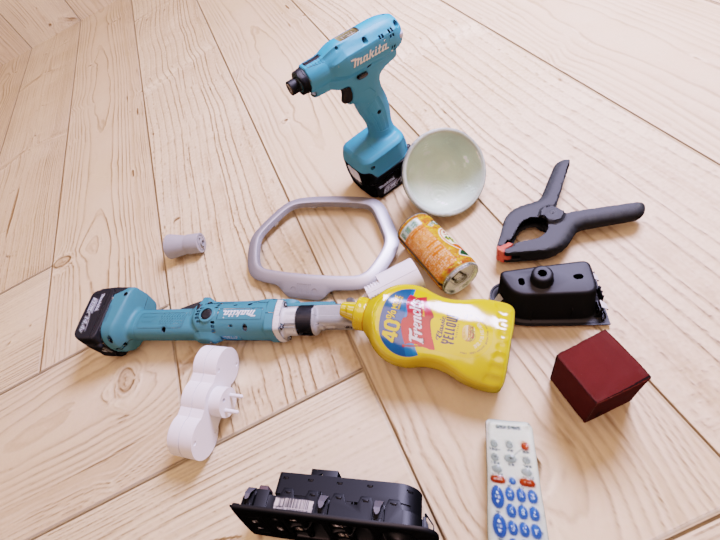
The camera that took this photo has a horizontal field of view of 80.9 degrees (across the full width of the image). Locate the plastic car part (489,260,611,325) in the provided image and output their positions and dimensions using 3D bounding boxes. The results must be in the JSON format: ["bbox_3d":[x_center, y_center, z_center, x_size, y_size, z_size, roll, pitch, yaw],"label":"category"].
[{"bbox_3d":[0.208,0.020,0.469,0.119,0.067,0.067,-4,55,15],"label":"plastic car part"}]

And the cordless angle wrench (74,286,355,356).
[{"bbox_3d":[-0.208,0.072,0.605,0.435,0.071,0.100,-3,57,18],"label":"cordless angle wrench"}]

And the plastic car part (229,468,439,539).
[{"bbox_3d":[-0.023,0.240,0.423,0.210,0.064,0.067,-2,31,22],"label":"plastic car part"}]

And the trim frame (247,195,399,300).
[{"bbox_3d":[-0.063,-0.041,0.648,0.258,0.026,0.187,4,58,22],"label":"trim frame"}]

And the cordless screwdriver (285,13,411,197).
[{"bbox_3d":[-0.004,-0.209,0.601,0.158,0.237,0.078,-33,53,-11],"label":"cordless screwdriver"}]
